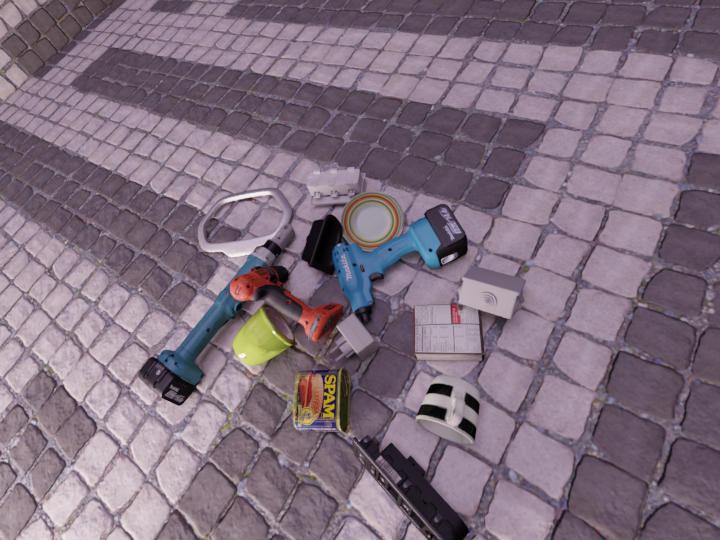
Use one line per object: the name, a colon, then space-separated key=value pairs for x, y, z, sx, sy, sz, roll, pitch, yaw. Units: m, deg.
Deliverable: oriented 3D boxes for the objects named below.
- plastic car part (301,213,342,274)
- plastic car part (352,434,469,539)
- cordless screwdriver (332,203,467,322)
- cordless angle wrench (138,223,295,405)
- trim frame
plastic car part: x=-0.086 y=-0.056 z=0.879 sx=0.074 sy=0.062 sz=0.117 roll=2 pitch=74 yaw=45
plastic car part: x=0.073 y=0.319 z=0.610 sx=0.065 sy=0.064 sz=0.214 roll=-25 pitch=50 yaw=-29
cordless screwdriver: x=0.078 y=-0.013 z=0.796 sx=0.252 sy=0.071 sz=0.165 roll=-22 pitch=64 yaw=10
cordless angle wrench: x=-0.266 y=0.065 z=0.864 sx=0.078 sy=0.094 sz=0.422 roll=25 pitch=68 yaw=24
trim frame: x=-0.279 y=-0.118 z=1.012 sx=0.254 sy=0.026 sz=0.189 roll=-8 pitch=57 yaw=13
